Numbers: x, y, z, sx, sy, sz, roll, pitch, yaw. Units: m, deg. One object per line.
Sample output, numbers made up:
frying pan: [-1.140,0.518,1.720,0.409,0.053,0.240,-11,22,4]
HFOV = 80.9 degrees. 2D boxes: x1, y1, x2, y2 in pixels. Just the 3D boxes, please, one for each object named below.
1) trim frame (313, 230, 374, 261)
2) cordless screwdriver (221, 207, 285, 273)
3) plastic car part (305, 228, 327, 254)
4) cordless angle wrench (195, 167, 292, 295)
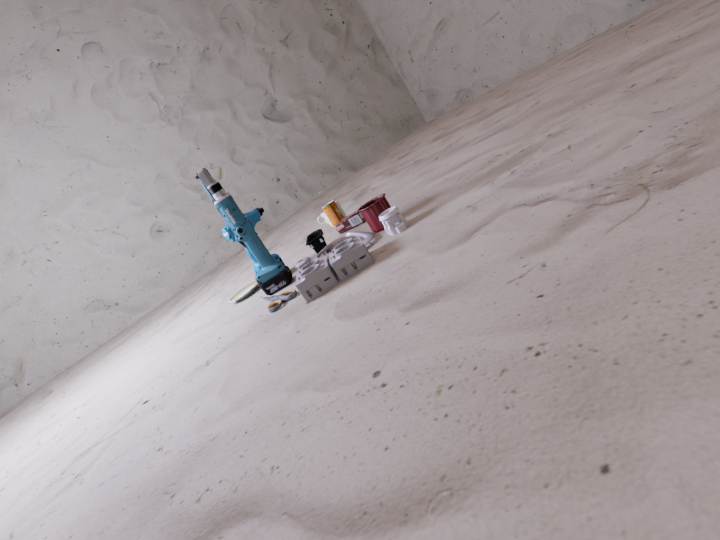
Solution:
trim frame: [-0.048,-0.065,1.214,0.183,0.027,0.256,-36,16,-11]
cordless screwdriver: [-0.330,-0.080,1.407,0.157,0.244,0.077,-39,12,-29]
plastic car part: [-0.134,-0.088,1.370,0.066,0.069,0.118,-32,14,4]
cordless angle wrench: [-0.352,-0.122,1.261,0.099,0.415,0.075,-31,10,10]
